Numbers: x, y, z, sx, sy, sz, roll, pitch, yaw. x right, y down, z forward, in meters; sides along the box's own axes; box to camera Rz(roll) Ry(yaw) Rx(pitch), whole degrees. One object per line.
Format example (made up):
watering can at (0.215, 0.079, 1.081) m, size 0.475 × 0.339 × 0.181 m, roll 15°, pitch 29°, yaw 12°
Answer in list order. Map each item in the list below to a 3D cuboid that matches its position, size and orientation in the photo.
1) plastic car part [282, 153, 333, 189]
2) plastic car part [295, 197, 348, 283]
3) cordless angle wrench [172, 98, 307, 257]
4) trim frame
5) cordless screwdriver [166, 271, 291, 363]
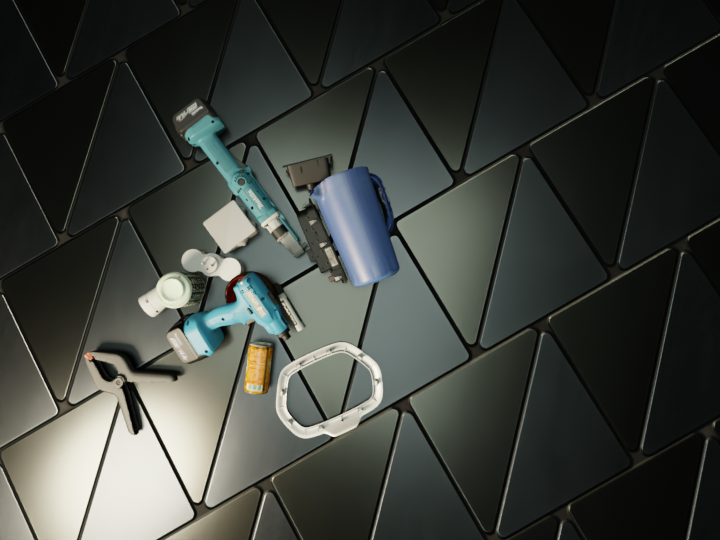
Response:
plastic car part at (-0.113, -0.223, 0.972) m, size 0.117 × 0.066 × 0.070 m, roll -15°, pitch 101°, yaw 4°
plastic car part at (-0.092, -0.060, 0.940) m, size 0.067 × 0.066 × 0.203 m, roll -20°, pitch 88°, yaw 1°
cordless angle wrench at (-0.268, -0.201, 0.971) m, size 0.098 × 0.074 × 0.426 m, roll -38°, pitch 87°, yaw -3°
trim frame at (-0.071, 0.268, 0.938) m, size 0.248 × 0.027 × 0.186 m, roll -24°, pitch 85°, yaw -1°
cordless screwdriver at (-0.278, 0.124, 0.904) m, size 0.252 × 0.074 × 0.156 m, roll -29°, pitch 101°, yaw 17°
